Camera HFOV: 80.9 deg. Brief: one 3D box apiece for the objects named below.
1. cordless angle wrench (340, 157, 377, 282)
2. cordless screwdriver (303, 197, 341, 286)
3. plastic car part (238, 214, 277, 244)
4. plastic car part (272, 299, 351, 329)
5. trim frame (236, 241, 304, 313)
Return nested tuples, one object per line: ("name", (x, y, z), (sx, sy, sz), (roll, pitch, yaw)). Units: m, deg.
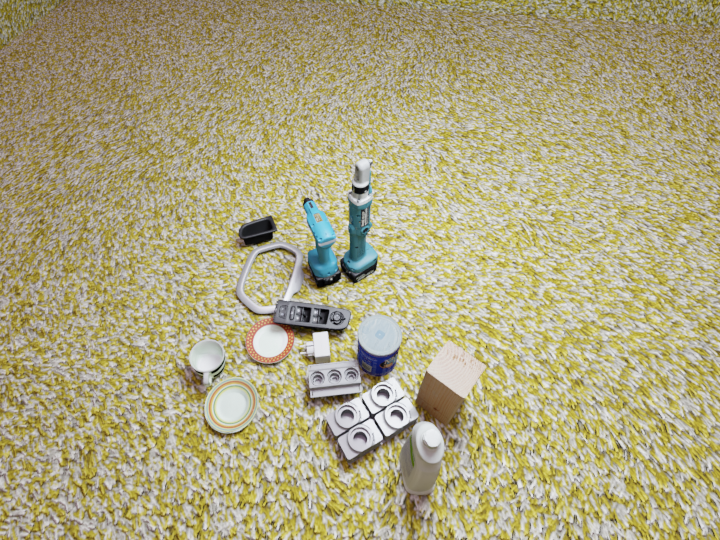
("cordless angle wrench", (-0.001, -0.120, 1.088), (0.096, 0.409, 0.078), (-29, 61, -19))
("cordless screwdriver", (-0.114, -0.075, 1.167), (0.073, 0.241, 0.167), (-19, 57, -13))
("plastic car part", (-0.319, -0.114, 1.315), (0.115, 0.068, 0.069), (-19, 57, -11))
("plastic car part", (-0.127, 0.129, 1.130), (0.205, 0.065, 0.068), (4, 55, 6))
("trim frame", (-0.261, 0.017, 1.243), (0.187, 0.026, 0.253), (7, 55, 9))
